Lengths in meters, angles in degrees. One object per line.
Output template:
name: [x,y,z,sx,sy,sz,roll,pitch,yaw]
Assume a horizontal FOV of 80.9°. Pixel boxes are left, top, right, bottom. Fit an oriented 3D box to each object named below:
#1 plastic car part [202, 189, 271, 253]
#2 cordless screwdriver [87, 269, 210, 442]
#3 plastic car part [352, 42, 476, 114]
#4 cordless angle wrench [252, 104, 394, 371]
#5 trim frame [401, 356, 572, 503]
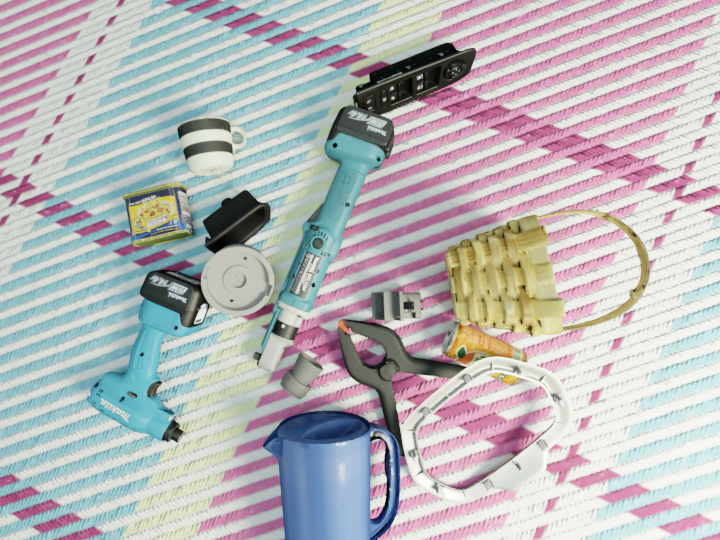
plastic car part: [-0.207,-0.084,0.687,0.116,0.063,0.074,-42,69,-4]
cordless screwdriver: [-0.304,0.132,0.659,0.162,0.073,0.248,25,90,7]
plastic car part: [0.082,-0.312,0.685,0.204,0.063,0.070,-17,58,5]
cordless angle wrench: [-0.064,-0.042,0.658,0.099,0.073,0.423,22,88,6]
trim frame: [0.173,0.227,0.587,0.249,0.028,0.182,-42,97,8]
